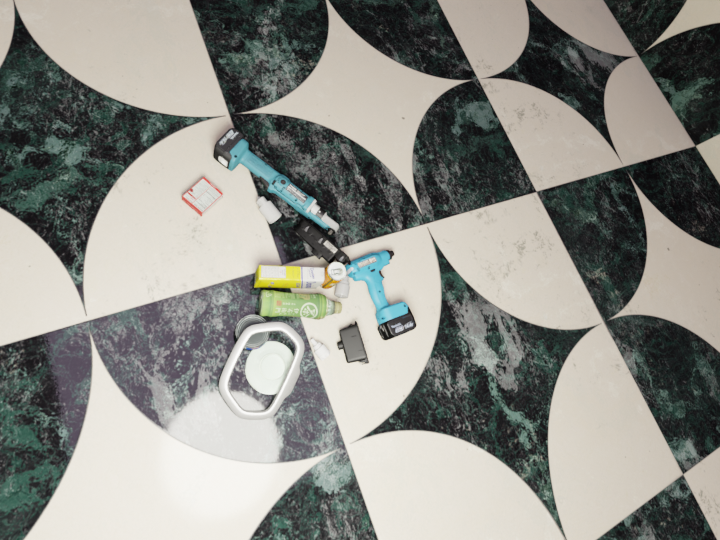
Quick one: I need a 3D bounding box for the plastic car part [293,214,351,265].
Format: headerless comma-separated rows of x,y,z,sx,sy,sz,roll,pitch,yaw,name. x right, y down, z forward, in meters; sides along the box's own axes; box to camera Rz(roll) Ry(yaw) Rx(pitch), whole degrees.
-0.117,-0.077,1.197,0.067,0.064,0.210,-45,73,0,plastic car part

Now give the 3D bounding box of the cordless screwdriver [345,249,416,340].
0.077,0.063,1.213,0.155,0.074,0.255,-22,75,-23,cordless screwdriver

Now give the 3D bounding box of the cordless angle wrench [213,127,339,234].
-0.234,-0.247,1.234,0.419,0.075,0.098,37,65,-4,cordless angle wrench

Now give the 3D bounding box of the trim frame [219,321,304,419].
-0.239,0.246,1.045,0.180,0.028,0.249,26,78,-13,trim frame

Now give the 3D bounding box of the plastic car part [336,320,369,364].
-0.026,0.203,1.142,0.070,0.065,0.119,-18,74,-9,plastic car part
